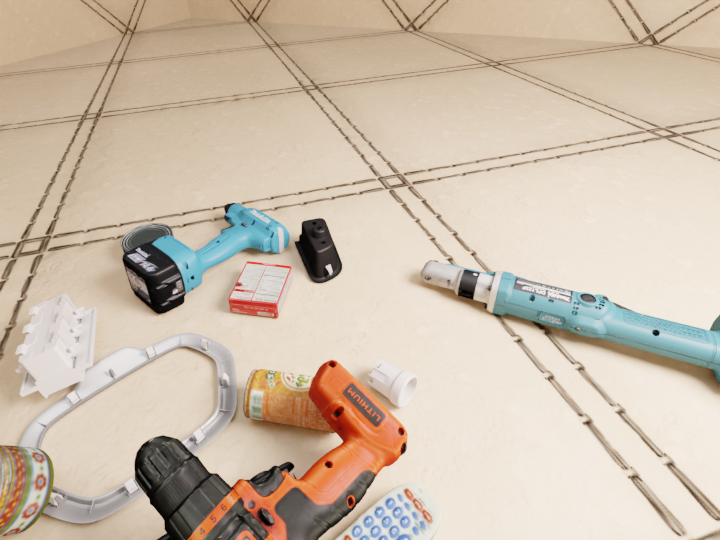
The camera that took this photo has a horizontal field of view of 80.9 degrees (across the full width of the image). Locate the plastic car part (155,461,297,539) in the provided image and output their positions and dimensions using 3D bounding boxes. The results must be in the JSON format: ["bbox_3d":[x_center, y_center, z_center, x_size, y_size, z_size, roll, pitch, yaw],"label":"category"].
[{"bbox_3d":[-0.132,0.234,0.353,0.198,0.064,0.070,-28,56,-28],"label":"plastic car part"}]

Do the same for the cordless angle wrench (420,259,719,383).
[{"bbox_3d":[0.285,0.054,0.540,0.441,0.072,0.097,15,42,24],"label":"cordless angle wrench"}]

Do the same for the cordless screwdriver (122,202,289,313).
[{"bbox_3d":[-0.256,-0.042,0.690,0.168,0.072,0.242,30,45,34],"label":"cordless screwdriver"}]

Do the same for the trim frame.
[{"bbox_3d":[-0.256,0.158,0.480,0.243,0.026,0.195,-34,47,-30],"label":"trim frame"}]

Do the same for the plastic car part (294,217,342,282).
[{"bbox_3d":[-0.066,-0.043,0.679,0.065,0.068,0.122,-13,37,-12],"label":"plastic car part"}]
